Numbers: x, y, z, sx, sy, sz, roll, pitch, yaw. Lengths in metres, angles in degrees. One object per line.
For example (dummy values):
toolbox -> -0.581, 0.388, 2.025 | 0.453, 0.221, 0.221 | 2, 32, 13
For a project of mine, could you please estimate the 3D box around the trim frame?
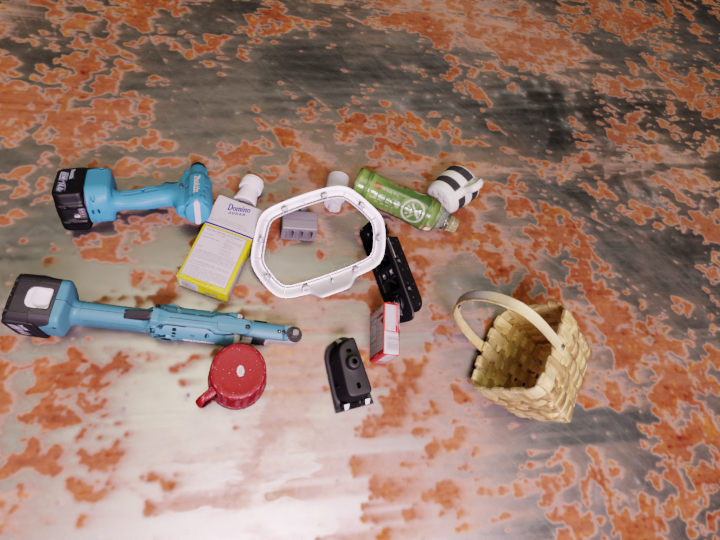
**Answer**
trim frame -> -0.074, -0.048, 0.752 | 0.246, 0.028, 0.183 | -19, 92, -7

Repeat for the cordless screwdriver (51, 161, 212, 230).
cordless screwdriver -> -0.390, -0.144, 0.748 | 0.244, 0.072, 0.166 | -4, 43, -14

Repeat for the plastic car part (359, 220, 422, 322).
plastic car part -> 0.061, 0.001, 0.787 | 0.064, 0.067, 0.209 | 6, 58, -40

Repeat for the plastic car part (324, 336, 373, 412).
plastic car part -> -0.017, 0.161, 0.681 | 0.064, 0.071, 0.120 | -9, 70, -20

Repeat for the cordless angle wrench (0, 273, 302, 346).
cordless angle wrench -> -0.300, 0.080, 0.659 | 0.414, 0.098, 0.076 | 9, 64, -12
